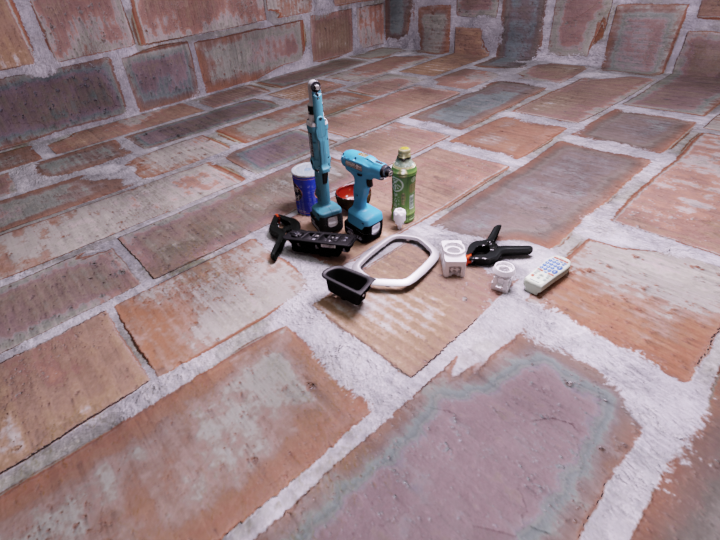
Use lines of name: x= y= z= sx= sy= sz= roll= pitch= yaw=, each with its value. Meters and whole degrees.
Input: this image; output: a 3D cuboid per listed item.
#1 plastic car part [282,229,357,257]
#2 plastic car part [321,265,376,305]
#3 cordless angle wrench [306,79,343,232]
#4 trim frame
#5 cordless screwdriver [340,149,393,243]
plastic car part: x=-0.111 y=-0.073 z=1.137 sx=0.211 sy=0.065 sz=0.066 roll=11 pitch=39 yaw=22
plastic car part: x=-0.030 y=0.040 z=0.972 sx=0.122 sy=0.068 sz=0.065 roll=20 pitch=43 yaw=30
cordless angle wrench: x=-0.107 y=-0.298 z=1.148 sx=0.073 sy=0.409 sz=0.103 roll=-17 pitch=38 yaw=-19
trim frame: x=0.089 y=-0.029 z=1.079 sx=0.194 sy=0.026 sz=0.244 roll=21 pitch=45 yaw=32
cordless screwdriver: x=0.022 y=-0.189 z=1.125 sx=0.072 sy=0.240 sz=0.168 roll=-29 pitch=43 yaw=-31
